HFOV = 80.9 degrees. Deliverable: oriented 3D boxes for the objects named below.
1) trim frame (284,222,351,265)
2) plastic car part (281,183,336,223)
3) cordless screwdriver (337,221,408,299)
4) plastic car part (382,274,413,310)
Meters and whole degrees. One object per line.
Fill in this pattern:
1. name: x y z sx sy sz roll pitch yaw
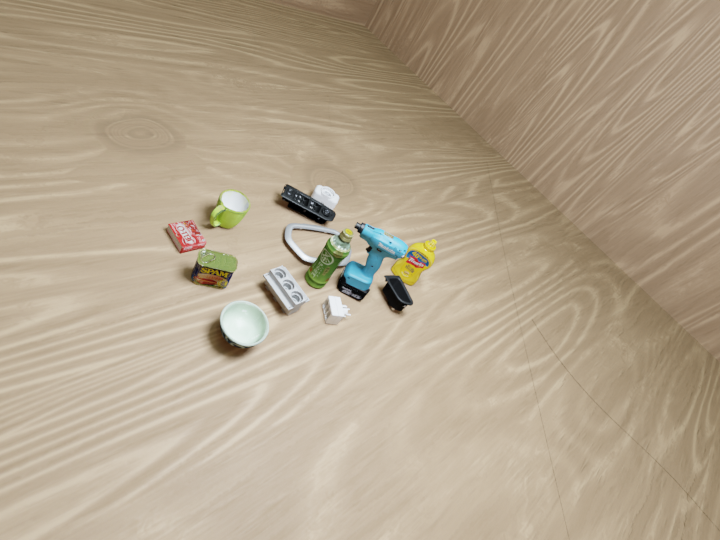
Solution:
1. trim frame: -0.135 -0.088 1.378 0.238 0.027 0.192 3 48 -31
2. plastic car part: -0.182 -0.213 1.441 0.199 0.067 0.068 24 41 -12
3. cordless screwdriver: 0.007 -0.030 1.240 0.157 0.249 0.075 31 40 -8
4. plastic car part: 0.109 0.079 1.337 0.063 0.071 0.122 2 50 -34
